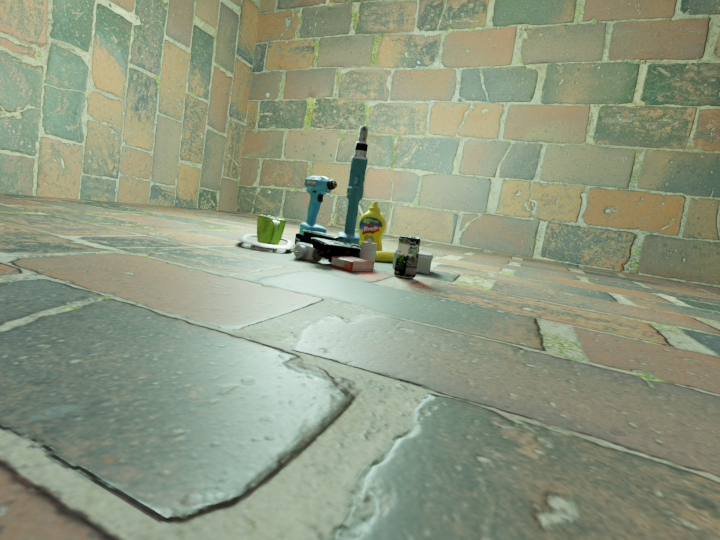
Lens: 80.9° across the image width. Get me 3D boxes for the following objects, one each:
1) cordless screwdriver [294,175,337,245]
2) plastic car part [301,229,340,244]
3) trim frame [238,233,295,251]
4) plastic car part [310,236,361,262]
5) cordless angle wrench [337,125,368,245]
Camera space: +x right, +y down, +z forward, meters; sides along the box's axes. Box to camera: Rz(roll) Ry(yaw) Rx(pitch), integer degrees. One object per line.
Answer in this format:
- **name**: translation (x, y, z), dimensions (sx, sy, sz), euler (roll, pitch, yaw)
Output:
- **cordless screwdriver**: translation (-0.142, -0.187, 1.401), dimensions (0.071, 0.247, 0.168), euler (4, 7, -37)
- **plastic car part**: translation (-0.129, -0.084, 1.320), dimensions (0.119, 0.070, 0.065), euler (9, 6, 11)
- **trim frame**: translation (-0.292, -0.087, 1.341), dimensions (0.182, 0.027, 0.253), euler (7, 8, -8)
- **plastic car part**: translation (-0.054, -0.051, 1.169), dimensions (0.070, 0.067, 0.193), euler (13, 9, 37)
- **cordless angle wrench**: translation (-0.018, -0.254, 1.367), dimensions (0.074, 0.421, 0.098), euler (8, 5, -1)
